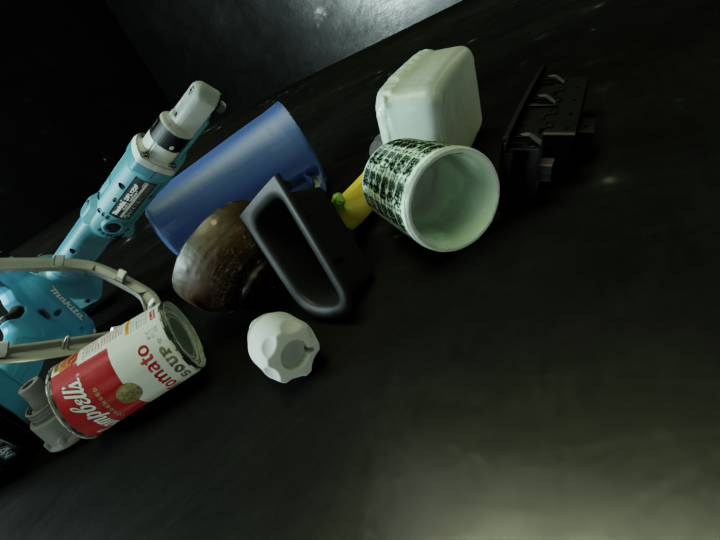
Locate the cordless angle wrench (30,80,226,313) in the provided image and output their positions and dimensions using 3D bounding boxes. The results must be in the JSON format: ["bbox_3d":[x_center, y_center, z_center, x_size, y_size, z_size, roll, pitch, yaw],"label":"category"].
[{"bbox_3d":[-0.309,-0.072,0.529,0.429,0.092,0.077,-38,56,26],"label":"cordless angle wrench"}]

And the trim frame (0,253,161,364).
[{"bbox_3d":[-0.320,0.032,0.426,0.194,0.027,0.237,37,20,31],"label":"trim frame"}]

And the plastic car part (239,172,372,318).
[{"bbox_3d":[-0.034,-0.023,0.353,0.069,0.117,0.067,-33,-3,-45],"label":"plastic car part"}]

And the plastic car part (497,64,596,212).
[{"bbox_3d":[0.169,-0.131,0.374,0.070,0.063,0.203,1,39,28],"label":"plastic car part"}]

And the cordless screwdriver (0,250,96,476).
[{"bbox_3d":[-0.374,0.081,0.427,0.074,0.152,0.259,-31,29,2],"label":"cordless screwdriver"}]
